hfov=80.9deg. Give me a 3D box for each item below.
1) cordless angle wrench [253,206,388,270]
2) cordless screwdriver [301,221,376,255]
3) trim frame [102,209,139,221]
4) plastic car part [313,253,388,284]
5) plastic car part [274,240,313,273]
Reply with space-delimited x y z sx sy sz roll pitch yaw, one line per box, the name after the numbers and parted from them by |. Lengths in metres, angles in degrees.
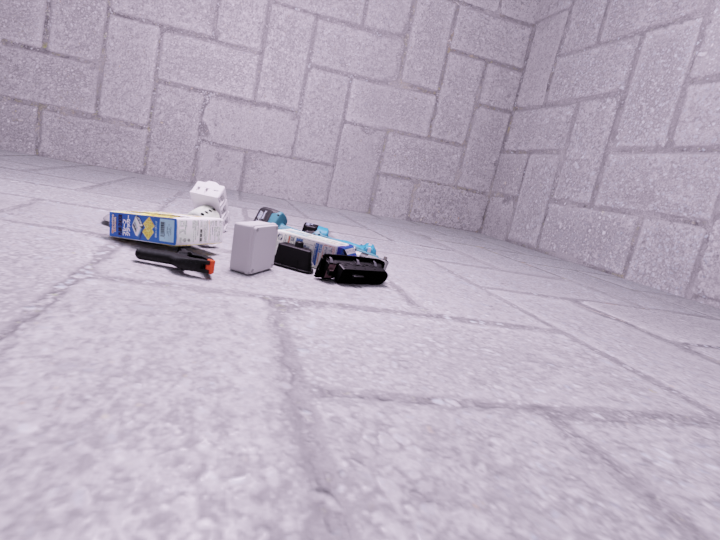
-0.122 -0.080 1.244 0.438 0.098 0.071 20 -16 19 | cordless angle wrench
-0.071 -0.090 1.371 0.251 0.074 0.159 16 11 3 | cordless screwdriver
-0.633 -0.143 1.220 0.179 0.027 0.258 6 11 -19 | trim frame
-0.008 0.002 1.021 0.193 0.066 0.071 1 24 -39 | plastic car part
-0.164 -0.040 1.054 0.121 0.070 0.064 12 12 20 | plastic car part
